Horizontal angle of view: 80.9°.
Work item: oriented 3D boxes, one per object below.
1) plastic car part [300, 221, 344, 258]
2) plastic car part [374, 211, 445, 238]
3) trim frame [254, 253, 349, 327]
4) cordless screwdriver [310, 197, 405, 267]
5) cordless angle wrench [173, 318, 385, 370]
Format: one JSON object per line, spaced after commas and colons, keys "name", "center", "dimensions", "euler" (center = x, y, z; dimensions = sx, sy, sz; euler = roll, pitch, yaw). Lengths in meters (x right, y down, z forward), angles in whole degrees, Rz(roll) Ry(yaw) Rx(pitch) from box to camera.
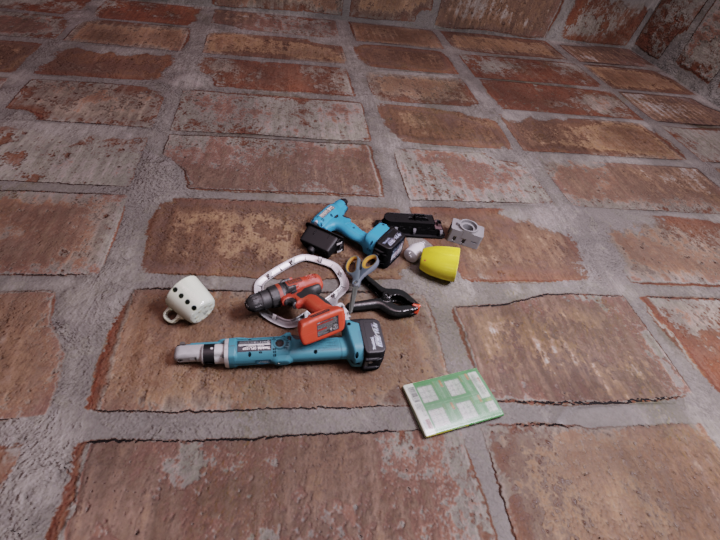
{"name": "plastic car part", "center": [-0.109, -0.071, 1.112], "dimensions": [0.120, 0.064, 0.071], "euler": [23, 61, 16]}
{"name": "plastic car part", "center": [0.144, -0.132, 1.205], "dimensions": [0.201, 0.065, 0.068], "euler": [0, 54, -6]}
{"name": "trim frame", "center": [-0.140, 0.041, 1.017], "dimensions": [0.242, 0.027, 0.193], "euler": [-32, 59, -34]}
{"name": "cordless screwdriver", "center": [0.002, -0.117, 1.159], "dimensions": [0.259, 0.072, 0.157], "euler": [26, 48, 20]}
{"name": "cordless angle wrench", "center": [-0.165, 0.162, 0.870], "dimensions": [0.418, 0.072, 0.102], "euler": [-2, 47, -8]}
